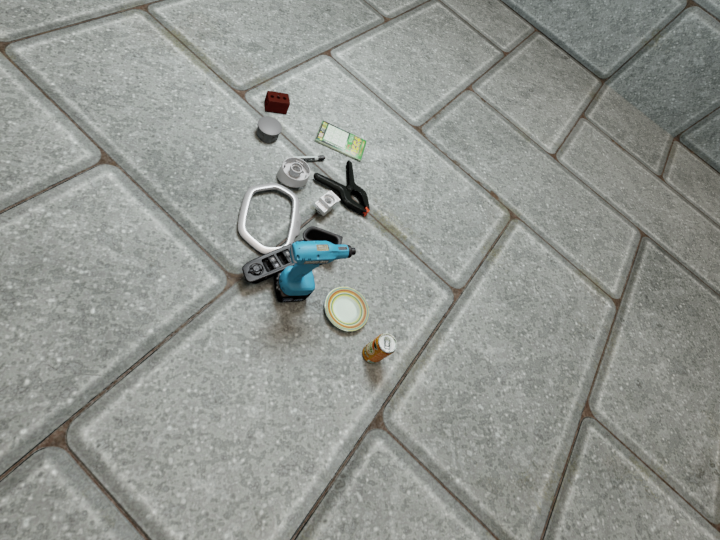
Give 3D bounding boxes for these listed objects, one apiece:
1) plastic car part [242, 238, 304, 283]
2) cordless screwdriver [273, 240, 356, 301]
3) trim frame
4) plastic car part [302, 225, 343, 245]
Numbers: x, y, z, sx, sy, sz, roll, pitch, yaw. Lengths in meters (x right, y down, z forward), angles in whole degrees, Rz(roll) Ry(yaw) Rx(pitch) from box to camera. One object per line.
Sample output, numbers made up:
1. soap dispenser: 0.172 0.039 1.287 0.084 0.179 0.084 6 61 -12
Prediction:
1. plastic car part: -0.230 -0.018 1.148 0.197 0.067 0.068 -24 74 -31
2. cordless screwdriver: -0.124 0.000 1.068 0.154 0.250 0.077 -2 65 -26
3. trim frame: -0.262 -0.155 1.241 0.179 0.027 0.255 12 58 -15
4. plastic car part: -0.120 -0.078 1.225 0.114 0.071 0.067 20 57 -11
